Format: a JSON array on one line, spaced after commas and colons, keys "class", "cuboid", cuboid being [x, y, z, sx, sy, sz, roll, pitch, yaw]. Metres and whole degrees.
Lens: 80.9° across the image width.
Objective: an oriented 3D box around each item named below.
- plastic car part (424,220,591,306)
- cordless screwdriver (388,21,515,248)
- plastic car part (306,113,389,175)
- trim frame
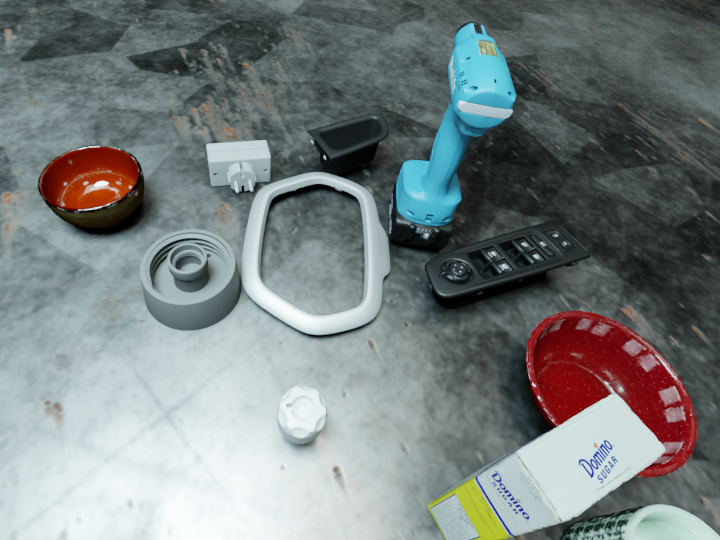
[{"class": "plastic car part", "cuboid": [0.166, -0.004, 0.512, 0.198, 0.065, 0.069, -13, 57, -18]}, {"class": "cordless screwdriver", "cuboid": [0.097, -0.149, 0.501, 0.074, 0.244, 0.163, 10, 53, -6]}, {"class": "plastic car part", "cuboid": [-0.014, -0.176, 0.616, 0.114, 0.069, 0.069, -22, 61, -24]}, {"class": "trim frame", "cuboid": [-0.052, -0.034, 0.530, 0.182, 0.027, 0.256, 3, 53, -6]}]
